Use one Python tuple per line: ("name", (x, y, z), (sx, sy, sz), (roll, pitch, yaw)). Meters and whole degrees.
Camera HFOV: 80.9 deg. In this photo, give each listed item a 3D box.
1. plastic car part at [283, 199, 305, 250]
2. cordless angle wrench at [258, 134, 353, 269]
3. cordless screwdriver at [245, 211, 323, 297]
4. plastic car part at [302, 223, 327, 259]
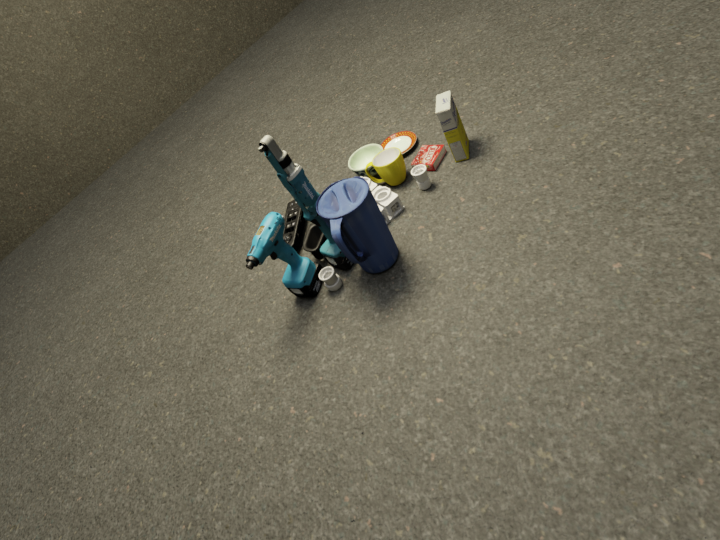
("plastic car part", (-0.208, -0.137, 1.327), (0.068, 0.063, 0.208), (-13, 47, 23))
("cordless angle wrench", (-0.121, -0.162, 1.041), (0.078, 0.401, 0.098), (17, 62, 42))
("cordless screwdriver", (-0.193, -0.012, 1.078), (0.078, 0.236, 0.160), (-1, 51, 32))
("plastic car part", (-0.119, -0.078, 1.213), (0.068, 0.067, 0.118), (-8, 49, 27))
